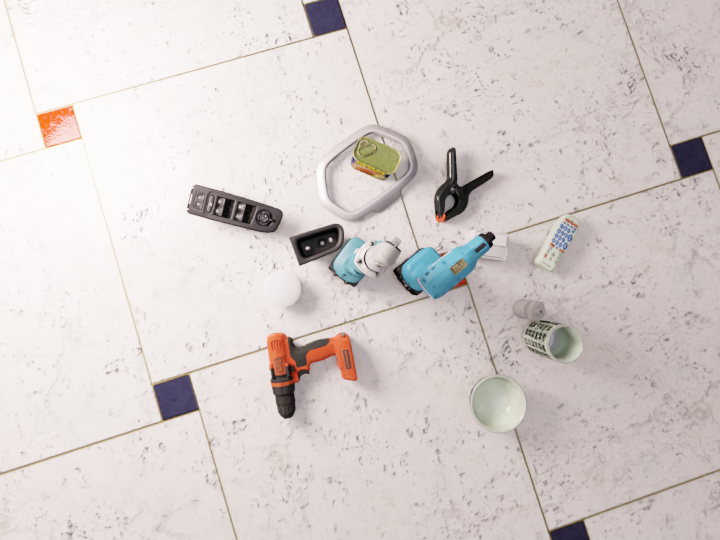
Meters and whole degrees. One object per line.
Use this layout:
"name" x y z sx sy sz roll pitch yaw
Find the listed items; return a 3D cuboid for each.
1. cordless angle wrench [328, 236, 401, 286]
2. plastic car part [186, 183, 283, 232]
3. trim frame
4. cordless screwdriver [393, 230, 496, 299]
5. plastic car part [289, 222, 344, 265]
"cordless angle wrench" 0.007 -0.019 0.757 0.074 0.425 0.098 37 85 -6
"plastic car part" -0.272 -0.129 0.931 0.202 0.067 0.066 15 87 -2
"trim frame" 0.013 -0.223 0.969 0.248 0.027 0.184 -38 89 -4
"cordless screwdriver" 0.162 -0.014 0.850 0.159 0.250 0.074 -39 94 -6
"plastic car part" -0.091 -0.060 0.932 0.116 0.071 0.066 -20 90 -5
